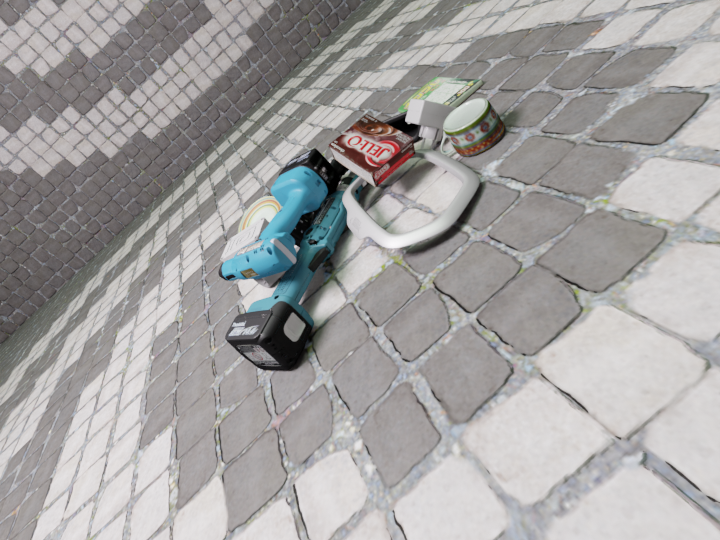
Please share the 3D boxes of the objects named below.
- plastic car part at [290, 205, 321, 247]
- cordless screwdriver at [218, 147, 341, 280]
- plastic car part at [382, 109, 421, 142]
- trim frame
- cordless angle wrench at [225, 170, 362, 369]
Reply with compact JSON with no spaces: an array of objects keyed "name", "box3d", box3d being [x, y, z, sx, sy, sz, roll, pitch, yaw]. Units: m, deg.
[{"name":"plastic car part","box3d":[-0.118,-0.115,0.843,0.067,0.065,0.207,-53,20,42]},{"name":"cordless screwdriver","box3d":[-0.136,-0.085,0.697,0.165,0.071,0.251,-16,39,39]},{"name":"plastic car part","box3d":[0.076,-0.272,0.811,0.120,0.064,0.071,-16,24,33]},{"name":"trim frame","box3d":[0.062,-0.113,0.629,0.184,0.026,0.261,-34,38,-1]},{"name":"cordless angle wrench","box3d":[-0.067,-0.044,0.685,0.102,0.071,0.425,-13,40,40]}]
